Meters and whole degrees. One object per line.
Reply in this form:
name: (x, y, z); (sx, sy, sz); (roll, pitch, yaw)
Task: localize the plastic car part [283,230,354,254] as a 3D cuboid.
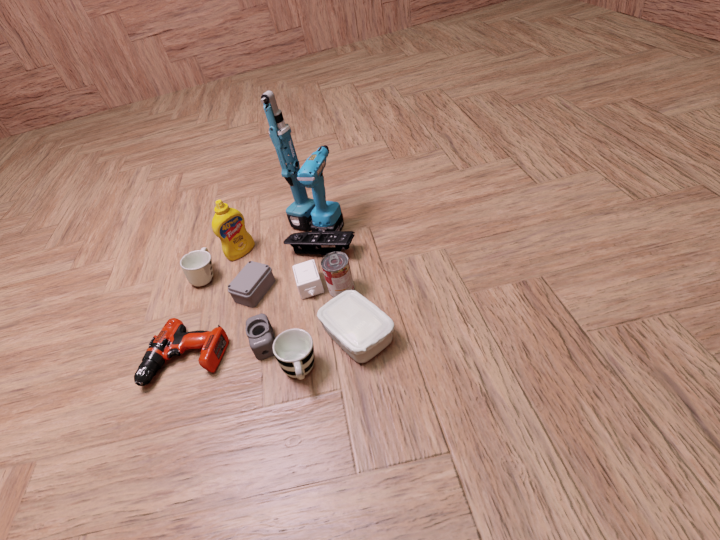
plastic car part: (-0.116, -0.076, 1.183); (0.210, 0.064, 0.067); (5, 45, 22)

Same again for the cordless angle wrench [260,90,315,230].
cordless angle wrench: (-0.201, -0.301, 1.195); (0.078, 0.405, 0.097); (14, 48, 28)

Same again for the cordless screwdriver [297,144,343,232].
cordless screwdriver: (-0.105, -0.221, 1.205); (0.077, 0.238, 0.160); (5, 45, 19)
